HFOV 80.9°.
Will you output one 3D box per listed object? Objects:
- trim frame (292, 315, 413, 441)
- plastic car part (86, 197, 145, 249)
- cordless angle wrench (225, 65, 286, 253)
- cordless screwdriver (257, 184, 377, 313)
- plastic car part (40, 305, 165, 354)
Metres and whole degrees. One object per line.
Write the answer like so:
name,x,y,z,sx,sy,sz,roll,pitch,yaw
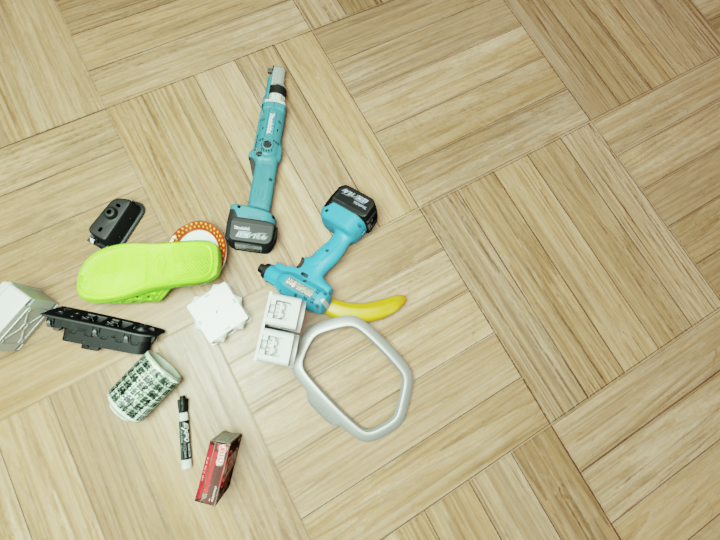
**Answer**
trim frame,-0.014,0.199,0.791,0.248,0.028,0.183,45,79,-1
plastic car part,-0.473,-0.095,0.810,0.066,0.071,0.117,29,78,-2
cordless angle wrench,-0.196,-0.248,0.880,0.097,0.074,0.429,7,73,-7
cordless screwdriver,-0.081,-0.053,0.833,0.166,0.071,0.249,26,74,21
plastic car part,-0.461,0.112,0.761,0.201,0.066,0.067,8,86,-4
